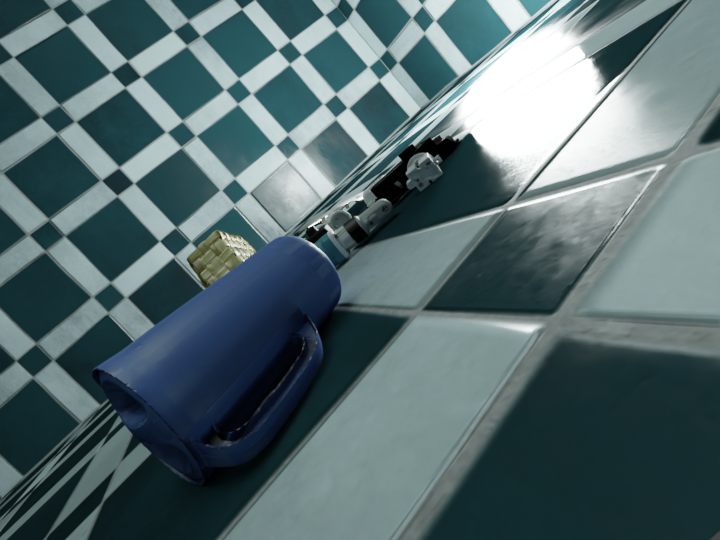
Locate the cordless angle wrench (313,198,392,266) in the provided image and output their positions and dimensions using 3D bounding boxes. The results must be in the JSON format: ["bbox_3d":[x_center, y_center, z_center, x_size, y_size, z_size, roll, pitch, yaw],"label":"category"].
[{"bbox_3d":[-0.119,0.022,0.698,0.425,0.073,0.099,-38,11,8],"label":"cordless angle wrench"}]

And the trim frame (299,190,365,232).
[{"bbox_3d":[-0.065,-0.153,1.110,0.189,0.027,0.243,-28,6,33],"label":"trim frame"}]

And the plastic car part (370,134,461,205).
[{"bbox_3d":[0.091,-0.185,0.772,0.202,0.065,0.068,-47,18,-11],"label":"plastic car part"}]

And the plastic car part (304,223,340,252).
[{"bbox_3d":[-0.080,-0.052,0.814,0.119,0.070,0.066,-36,13,43],"label":"plastic car part"}]
